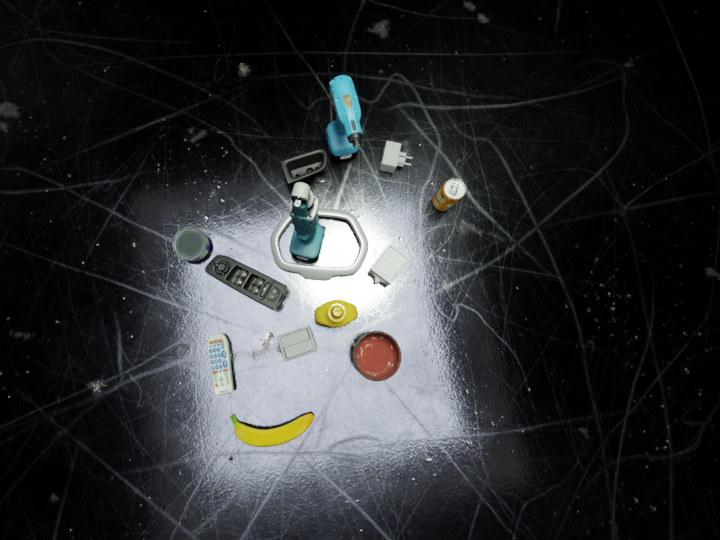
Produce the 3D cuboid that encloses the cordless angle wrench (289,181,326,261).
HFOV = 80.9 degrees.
[{"bbox_3d":[-0.114,-0.100,0.871,0.074,0.420,0.098,14,81,-3],"label":"cordless angle wrench"}]

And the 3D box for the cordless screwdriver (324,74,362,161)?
[{"bbox_3d":[-0.035,-0.325,1.005,0.074,0.247,0.161,-13,82,-7],"label":"cordless screwdriver"}]

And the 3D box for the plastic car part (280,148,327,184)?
[{"bbox_3d":[-0.138,-0.259,1.081,0.116,0.070,0.067,-19,82,-5],"label":"plastic car part"}]

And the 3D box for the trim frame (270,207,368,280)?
[{"bbox_3d":[-0.104,-0.068,1.063,0.249,0.027,0.186,3,78,1],"label":"trim frame"}]

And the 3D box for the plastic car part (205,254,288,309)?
[{"bbox_3d":[-0.276,0.025,1.024,0.205,0.066,0.066,27,80,5],"label":"plastic car part"}]
